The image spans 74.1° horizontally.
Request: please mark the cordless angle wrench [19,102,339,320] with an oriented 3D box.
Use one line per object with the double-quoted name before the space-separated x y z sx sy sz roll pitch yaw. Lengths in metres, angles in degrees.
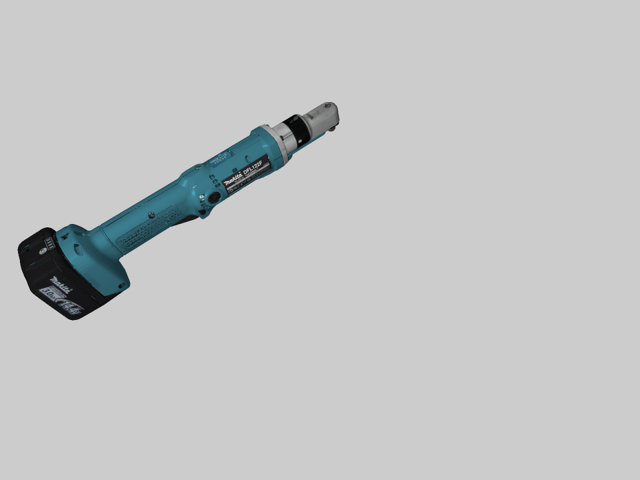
"cordless angle wrench" -0.145 -0.064 0.532 0.422 0.098 0.074 -35 54 -15
